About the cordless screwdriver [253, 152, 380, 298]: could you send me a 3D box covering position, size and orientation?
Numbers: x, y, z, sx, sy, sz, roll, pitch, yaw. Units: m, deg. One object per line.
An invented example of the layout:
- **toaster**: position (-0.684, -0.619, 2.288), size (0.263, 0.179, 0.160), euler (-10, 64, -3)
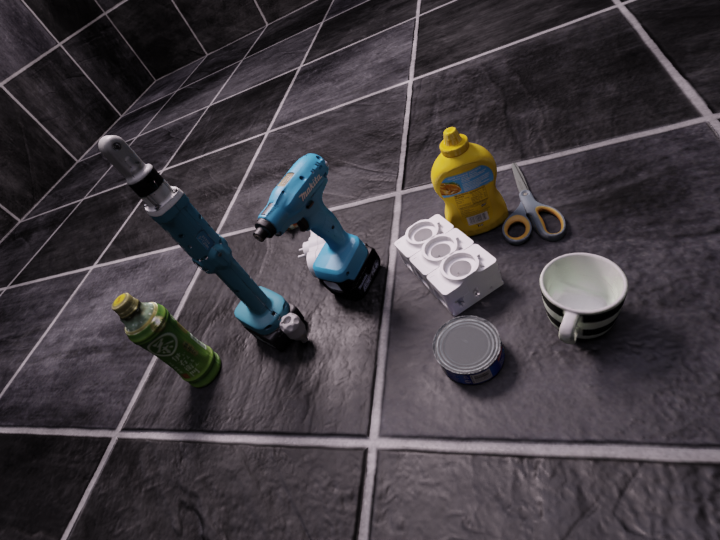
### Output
- **cordless screwdriver**: position (-0.066, -0.043, 0.675), size (0.078, 0.236, 0.159), euler (9, 54, 38)

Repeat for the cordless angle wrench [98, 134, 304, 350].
- **cordless angle wrench**: position (-0.226, -0.027, 0.635), size (0.103, 0.401, 0.074), euler (15, 58, 42)
